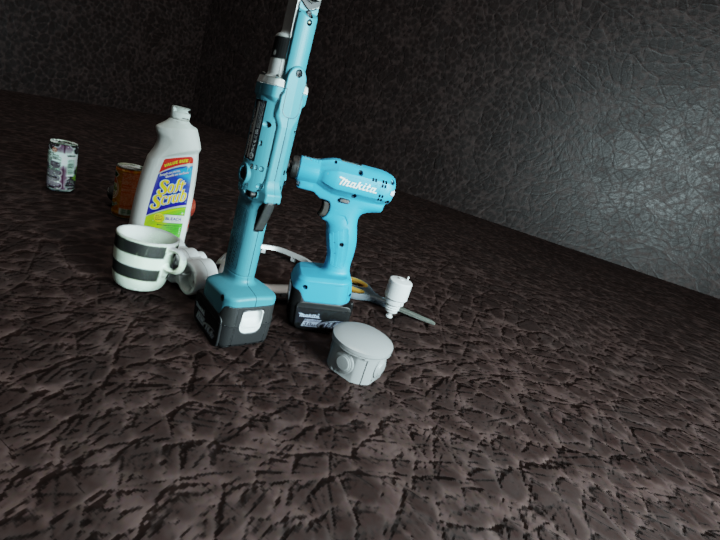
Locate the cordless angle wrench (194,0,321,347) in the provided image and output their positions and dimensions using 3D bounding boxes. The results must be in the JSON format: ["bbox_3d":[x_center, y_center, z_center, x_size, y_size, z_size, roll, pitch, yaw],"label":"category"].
[{"bbox_3d":[-0.116,-0.111,0.504,0.071,0.419,0.104,2,23,-42],"label":"cordless angle wrench"}]

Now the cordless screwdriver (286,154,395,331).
[{"bbox_3d":[-0.060,-0.039,0.613,0.156,0.246,0.077,13,17,-12],"label":"cordless screwdriver"}]

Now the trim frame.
[{"bbox_3d":[-0.169,-0.006,0.775,0.182,0.027,0.254,13,19,-7],"label":"trim frame"}]
